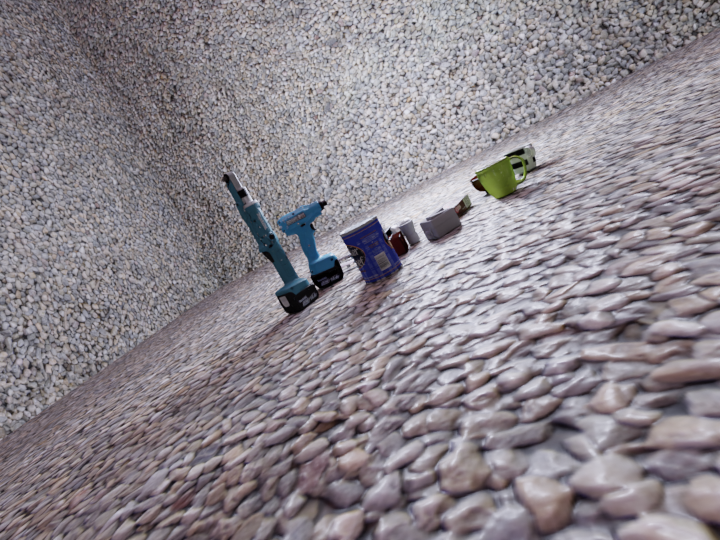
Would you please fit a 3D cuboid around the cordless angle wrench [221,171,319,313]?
[{"bbox_3d":[-0.259,-0.084,1.166,0.096,0.419,0.077,-33,7,-41],"label":"cordless angle wrench"}]

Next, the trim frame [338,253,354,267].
[{"bbox_3d":[-0.052,-0.029,1.430,0.254,0.027,0.183,-25,11,22],"label":"trim frame"}]

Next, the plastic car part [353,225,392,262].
[{"bbox_3d":[0.041,-0.057,1.215,0.068,0.066,0.199,-23,12,35],"label":"plastic car part"}]

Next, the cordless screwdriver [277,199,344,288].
[{"bbox_3d":[-0.124,-0.081,1.273,0.159,0.246,0.075,-29,5,-1],"label":"cordless screwdriver"}]
